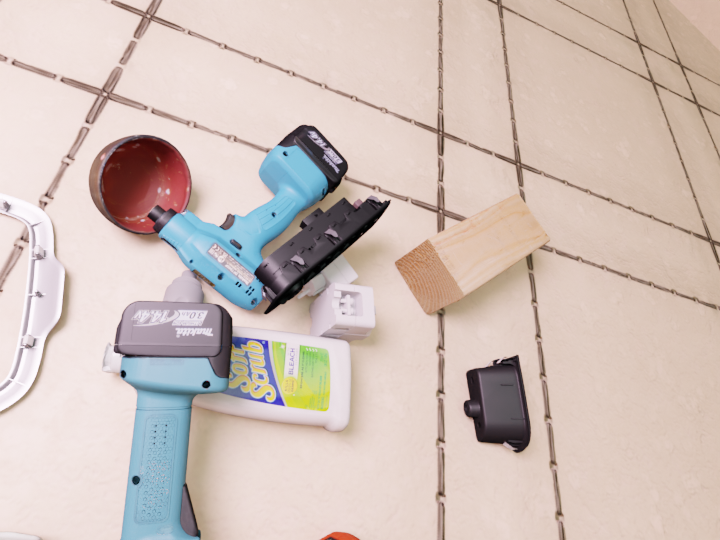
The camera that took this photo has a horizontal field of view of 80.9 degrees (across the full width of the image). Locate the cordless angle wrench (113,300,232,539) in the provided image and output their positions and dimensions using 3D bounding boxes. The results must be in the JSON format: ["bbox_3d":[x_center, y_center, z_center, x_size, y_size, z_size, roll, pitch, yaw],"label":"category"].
[{"bbox_3d":[-0.165,0.240,0.339,0.096,0.075,0.429,3,76,-14],"label":"cordless angle wrench"}]

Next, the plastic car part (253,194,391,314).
[{"bbox_3d":[-0.048,-0.032,0.493,0.067,0.067,0.201,45,58,-4],"label":"plastic car part"}]

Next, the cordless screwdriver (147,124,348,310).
[{"bbox_3d":[-0.132,-0.091,0.536,0.155,0.076,0.249,40,59,-14],"label":"cordless screwdriver"}]

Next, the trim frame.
[{"bbox_3d":[-0.393,0.026,0.410,0.178,0.028,0.256,0,63,-24],"label":"trim frame"}]

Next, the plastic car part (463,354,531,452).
[{"bbox_3d":[0.171,0.172,0.552,0.070,0.065,0.119,4,67,-6],"label":"plastic car part"}]
